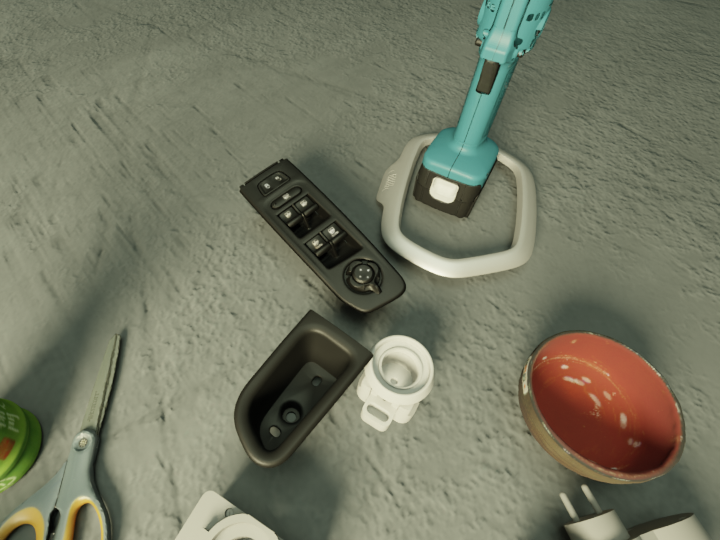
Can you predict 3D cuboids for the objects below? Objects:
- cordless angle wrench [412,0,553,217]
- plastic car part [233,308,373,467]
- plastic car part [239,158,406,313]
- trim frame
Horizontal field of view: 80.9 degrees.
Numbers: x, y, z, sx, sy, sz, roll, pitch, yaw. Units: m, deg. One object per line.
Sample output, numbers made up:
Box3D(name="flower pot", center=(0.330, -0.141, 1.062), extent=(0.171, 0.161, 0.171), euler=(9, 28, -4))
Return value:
Box3D(name="cordless angle wrench", center=(0.131, -0.217, 0.365), extent=(0.076, 0.412, 0.098), euler=(27, 57, 12))
Box3D(name="plastic car part", center=(-0.052, 0.103, 0.344), extent=(0.068, 0.069, 0.115), euler=(32, 59, 18))
Box3D(name="plastic car part", center=(-0.043, -0.028, 0.440), extent=(0.065, 0.065, 0.212), euler=(-34, 62, -24))
Box3D(name="trim frame", center=(0.115, -0.090, 0.510), extent=(0.187, 0.027, 0.251), euler=(13, 55, 8))
